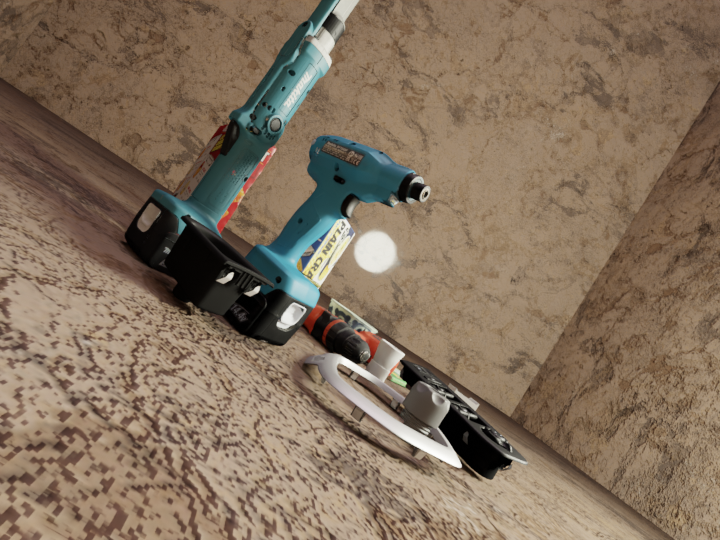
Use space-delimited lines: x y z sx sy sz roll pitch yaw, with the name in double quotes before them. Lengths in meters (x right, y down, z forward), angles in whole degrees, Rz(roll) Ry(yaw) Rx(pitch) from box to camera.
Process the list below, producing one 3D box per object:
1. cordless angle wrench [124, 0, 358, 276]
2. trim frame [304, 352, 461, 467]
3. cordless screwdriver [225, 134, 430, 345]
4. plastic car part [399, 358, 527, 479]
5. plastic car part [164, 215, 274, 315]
"cordless angle wrench" -0.121 -0.183 0.515 0.079 0.423 0.092 31 -4 37
"trim frame" 0.019 0.147 0.481 0.186 0.027 0.246 34 -3 3
"cordless screwdriver" -0.046 -0.030 0.472 0.168 0.248 0.070 31 -4 36
"plastic car part" 0.119 0.196 0.563 0.063 0.067 0.214 36 -4 -35
"plastic car part" -0.152 0.002 0.413 0.123 0.071 0.062 31 -4 39
